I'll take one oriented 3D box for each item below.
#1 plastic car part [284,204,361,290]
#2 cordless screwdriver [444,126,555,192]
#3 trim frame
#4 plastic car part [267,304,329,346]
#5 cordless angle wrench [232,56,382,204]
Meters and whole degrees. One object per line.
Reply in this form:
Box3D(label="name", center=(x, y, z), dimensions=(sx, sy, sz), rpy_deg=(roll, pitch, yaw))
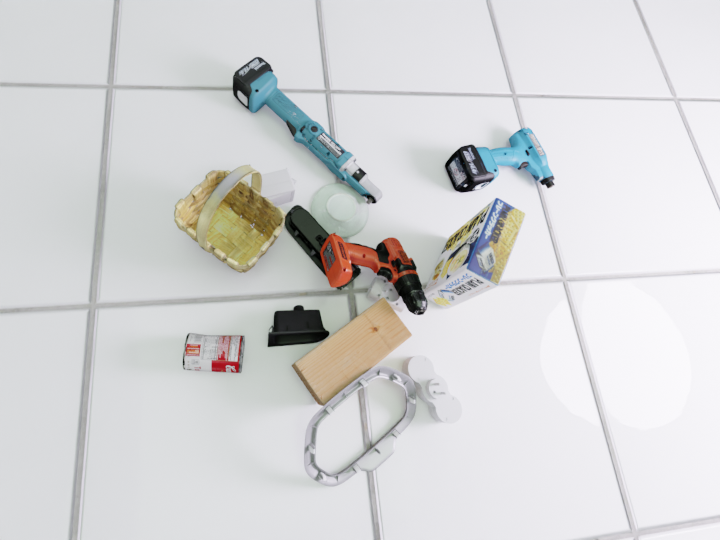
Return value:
Box3D(label="plastic car part", center=(-0.086, -0.056, 0.876), dimensions=(0.066, 0.066, 0.207), rpy_deg=(-41, 79, -8))
Box3D(label="cordless screwdriver", center=(0.336, -0.240, 0.994), dimensions=(0.243, 0.074, 0.163), rpy_deg=(-19, 76, -19))
Box3D(label="trim frame", center=(0.006, 0.278, 0.753), dimensions=(0.245, 0.029, 0.177), rpy_deg=(-35, 116, -20))
Box3D(label="plastic car part", center=(-0.124, 0.103, 0.819), dimensions=(0.114, 0.065, 0.073), rpy_deg=(-5, 60, -14))
Box3D(label="cordless angle wrench", center=(-0.111, -0.304, 0.951), dimensions=(0.427, 0.074, 0.097), rpy_deg=(43, 70, 5))
